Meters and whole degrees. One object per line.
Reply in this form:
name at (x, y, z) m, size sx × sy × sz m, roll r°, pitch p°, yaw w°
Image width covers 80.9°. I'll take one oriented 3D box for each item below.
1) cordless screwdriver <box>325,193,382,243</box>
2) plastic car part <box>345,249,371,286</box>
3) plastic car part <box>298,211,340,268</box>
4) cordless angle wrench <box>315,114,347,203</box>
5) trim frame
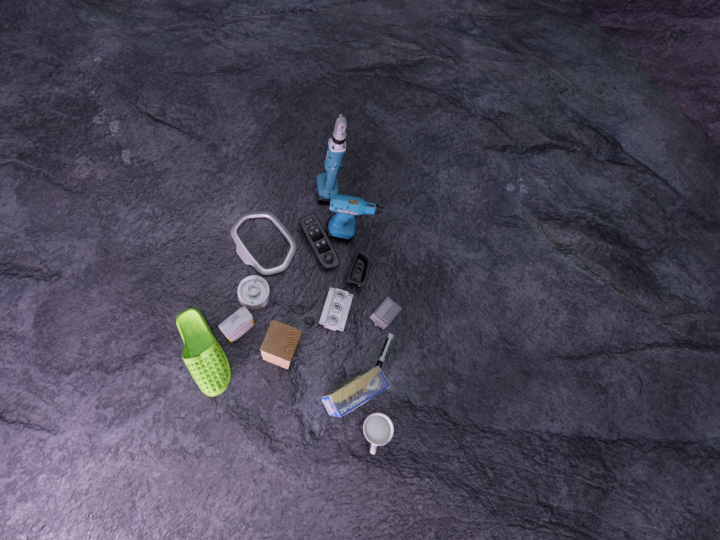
cordless screwdriver at (-0.030, -0.164, 1.369) m, size 0.158 × 0.247 × 0.075 m, roll 10°, pitch 70°, yaw -6°
plastic car part at (-0.006, -0.001, 1.403) m, size 0.066 × 0.070 × 0.118 m, roll 18°, pitch 69°, yaw -2°
plastic car part at (-0.139, -0.091, 1.427) m, size 0.065 × 0.066 × 0.208 m, roll -25°, pitch 74°, yaw -16°
cordless angle wrench at (-0.087, -0.341, 1.339) m, size 0.073 × 0.420 × 0.100 m, roll -5°, pitch 73°, yaw -12°
trim frame at (-0.330, -0.097, 1.431) m, size 0.182 × 0.027 × 0.255 m, roll -36°, pitch 76°, yaw -17°
